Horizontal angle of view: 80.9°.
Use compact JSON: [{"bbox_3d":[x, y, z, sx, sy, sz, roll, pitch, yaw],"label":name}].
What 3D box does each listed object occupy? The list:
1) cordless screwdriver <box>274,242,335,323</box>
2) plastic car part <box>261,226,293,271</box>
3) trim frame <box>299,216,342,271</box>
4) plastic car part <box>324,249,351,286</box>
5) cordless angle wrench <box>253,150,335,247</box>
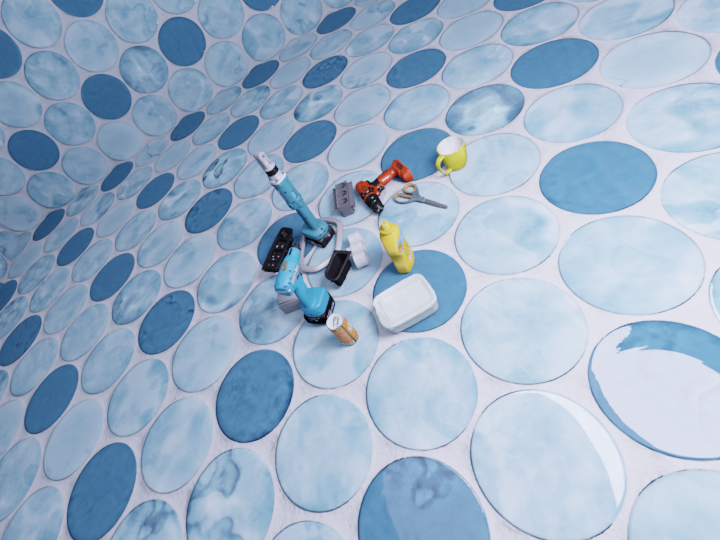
[{"bbox_3d":[-0.158,0.044,1.240,0.077,0.235,0.162,-6,53,26],"label":"cordless screwdriver"},{"bbox_3d":[-0.284,-0.069,1.522,0.069,0.063,0.206,-5,54,27],"label":"plastic car part"},{"bbox_3d":[-0.145,-0.095,1.485,0.189,0.026,0.255,-15,50,21],"label":"trim frame"},{"bbox_3d":[-0.065,0.000,1.336,0.069,0.067,0.117,3,58,32],"label":"plastic car part"},{"bbox_3d":[-0.215,-0.228,1.368,0.103,0.400,0.074,18,66,38],"label":"cordless angle wrench"}]
